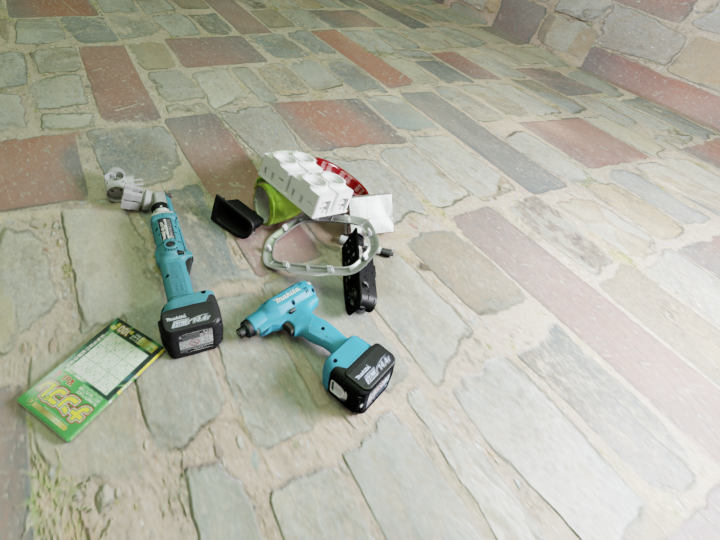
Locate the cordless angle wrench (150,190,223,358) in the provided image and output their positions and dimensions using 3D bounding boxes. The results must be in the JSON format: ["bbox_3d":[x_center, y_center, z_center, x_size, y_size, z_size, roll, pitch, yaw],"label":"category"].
[{"bbox_3d":[-0.359,-0.030,0.810,0.095,0.072,0.446,-13,46,-24],"label":"cordless angle wrench"}]

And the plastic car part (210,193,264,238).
[{"bbox_3d":[-0.261,-0.118,0.927,0.120,0.065,0.069,32,33,16],"label":"plastic car part"}]

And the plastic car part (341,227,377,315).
[{"bbox_3d":[-0.002,0.010,0.840,0.064,0.067,0.209,27,38,-23],"label":"plastic car part"}]

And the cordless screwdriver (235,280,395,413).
[{"bbox_3d":[-0.078,0.126,0.695,0.155,0.072,0.262,-31,53,-34],"label":"cordless screwdriver"}]

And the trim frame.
[{"bbox_3d":[-0.084,-0.055,0.857,0.258,0.026,0.186,6,50,22],"label":"trim frame"}]
